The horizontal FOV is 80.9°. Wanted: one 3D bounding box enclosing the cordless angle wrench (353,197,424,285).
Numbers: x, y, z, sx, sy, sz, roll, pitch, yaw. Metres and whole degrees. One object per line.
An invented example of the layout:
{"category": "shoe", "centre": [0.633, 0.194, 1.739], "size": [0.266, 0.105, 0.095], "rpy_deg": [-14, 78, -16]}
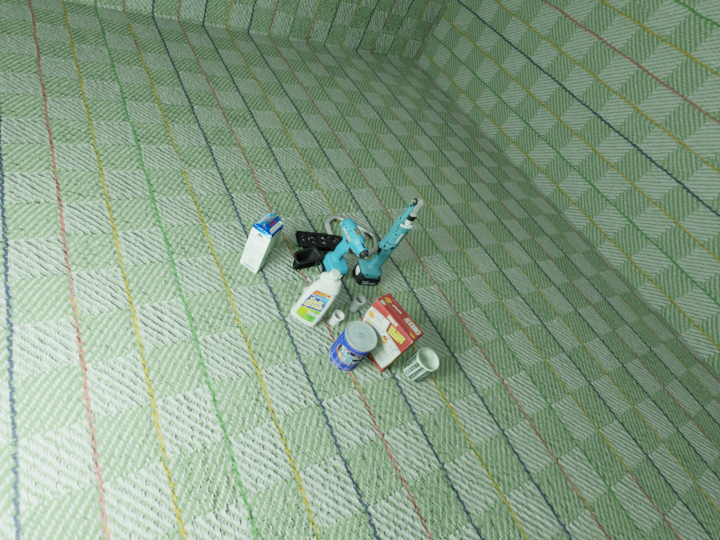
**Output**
{"category": "cordless angle wrench", "centre": [0.103, -0.097, 1.471], "size": [0.094, 0.422, 0.077], "rpy_deg": [8, 50, -26]}

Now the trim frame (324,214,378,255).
{"category": "trim frame", "centre": [-0.036, -0.145, 1.731], "size": [0.246, 0.027, 0.187], "rpy_deg": [23, 44, -6]}

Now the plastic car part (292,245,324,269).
{"category": "plastic car part", "centre": [-0.201, -0.035, 1.514], "size": [0.112, 0.071, 0.069], "rpy_deg": [-18, 62, -38]}

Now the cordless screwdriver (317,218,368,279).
{"category": "cordless screwdriver", "centre": [-0.056, -0.043, 1.467], "size": [0.071, 0.248, 0.166], "rpy_deg": [-5, 55, -34]}

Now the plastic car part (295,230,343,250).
{"category": "plastic car part", "centre": [-0.157, -0.102, 1.602], "size": [0.195, 0.067, 0.069], "rpy_deg": [0, 52, -28]}
